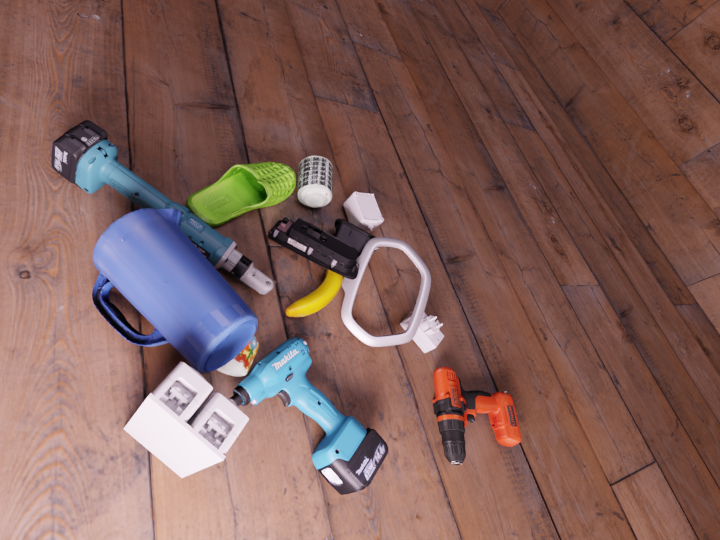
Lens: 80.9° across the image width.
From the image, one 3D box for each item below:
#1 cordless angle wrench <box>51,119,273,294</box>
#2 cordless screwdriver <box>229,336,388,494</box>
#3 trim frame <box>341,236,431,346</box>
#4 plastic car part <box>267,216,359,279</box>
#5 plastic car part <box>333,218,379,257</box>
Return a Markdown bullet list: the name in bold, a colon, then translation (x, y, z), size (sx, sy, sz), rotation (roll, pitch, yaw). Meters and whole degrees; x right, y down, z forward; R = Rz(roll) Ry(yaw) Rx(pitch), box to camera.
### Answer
- **cordless angle wrench**: translation (-0.326, -0.089, 0.741), size (0.414, 0.099, 0.075), rotation (37, 50, -11)
- **cordless screwdriver**: translation (-0.084, 0.243, 0.678), size (0.254, 0.075, 0.155), rotation (48, 46, 9)
- **trim frame**: translation (0.054, 0.041, 0.894), size (0.182, 0.027, 0.250), rotation (23, 68, -5)
- **plastic car part**: translation (-0.085, -0.056, 0.868), size (0.204, 0.067, 0.066), rotation (31, 38, 3)
- **plastic car part**: translation (-0.018, -0.057, 0.949), size (0.114, 0.067, 0.072), rotation (26, 63, -13)
